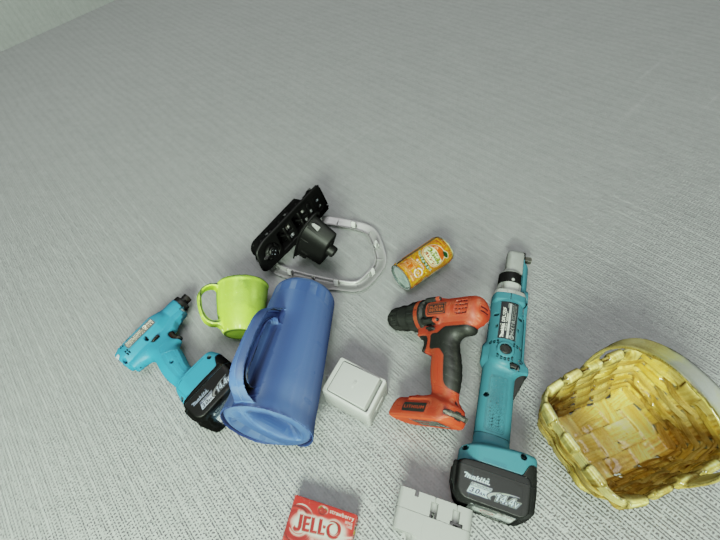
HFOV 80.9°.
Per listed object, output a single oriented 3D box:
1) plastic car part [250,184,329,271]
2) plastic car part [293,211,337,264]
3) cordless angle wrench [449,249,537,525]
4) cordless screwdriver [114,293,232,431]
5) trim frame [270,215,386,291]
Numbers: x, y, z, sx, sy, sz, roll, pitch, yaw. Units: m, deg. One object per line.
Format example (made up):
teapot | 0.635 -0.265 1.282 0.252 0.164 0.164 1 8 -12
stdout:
plastic car part | -0.150 -0.089 0.845 0.070 0.063 0.202 17 58 31
plastic car part | -0.076 -0.050 0.781 0.072 0.116 0.065 39 65 2
cordless angle wrench | 0.217 0.133 0.640 0.101 0.071 0.427 10 54 15
cordless screwdriver | -0.288 0.144 0.721 0.261 0.071 0.158 24 61 29
trim frame | -0.071 -0.039 0.842 0.256 0.026 0.186 13 58 17
